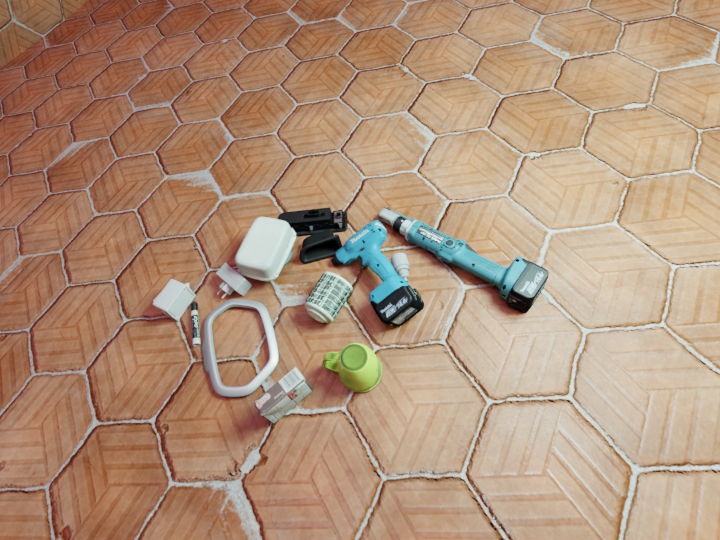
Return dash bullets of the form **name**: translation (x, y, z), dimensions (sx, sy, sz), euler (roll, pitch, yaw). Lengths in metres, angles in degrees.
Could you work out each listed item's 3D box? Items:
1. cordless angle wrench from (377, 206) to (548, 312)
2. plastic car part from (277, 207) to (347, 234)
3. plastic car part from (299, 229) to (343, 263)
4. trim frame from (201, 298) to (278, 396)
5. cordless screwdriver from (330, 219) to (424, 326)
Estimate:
- **cordless angle wrench**: translation (0.215, -0.051, 1.011), dimensions (0.445, 0.071, 0.097), euler (31, 69, 29)
- **plastic car part**: translation (-0.140, -0.134, 1.146), dimensions (0.206, 0.064, 0.068), euler (-7, 65, 11)
- **plastic car part**: translation (-0.108, -0.071, 1.103), dimensions (0.117, 0.063, 0.074), euler (-15, 42, 6)
- **trim frame**: translation (-0.291, 0.175, 1.004), dimensions (0.184, 0.026, 0.259), euler (-21, 58, -3)
- **cordless screwdriver**: translation (0.030, 0.016, 0.996), dimensions (0.161, 0.070, 0.260), euler (-37, 57, 19)
